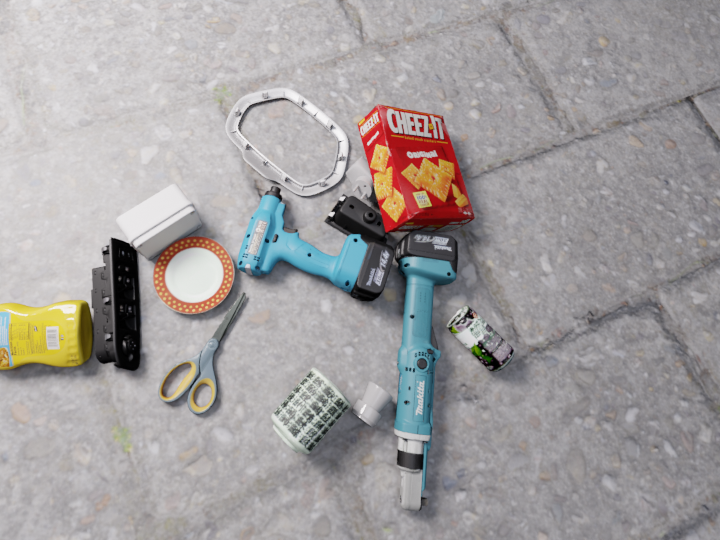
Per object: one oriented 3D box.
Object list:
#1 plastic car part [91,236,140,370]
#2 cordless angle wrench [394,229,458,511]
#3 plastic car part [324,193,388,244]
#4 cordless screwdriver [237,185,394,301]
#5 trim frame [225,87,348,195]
[{"bbox_3d":[-0.380,0.055,0.651,0.067,0.065,0.207,-14,76,-3],"label":"plastic car part"},{"bbox_3d":[0.092,0.148,0.680,0.097,0.074,0.428,8,75,-6],"label":"cordless angle wrench"},{"bbox_3d":[0.004,-0.089,0.739,0.118,0.070,0.066,32,75,5],"label":"plastic car part"},{"bbox_3d":[-0.070,-0.046,0.717,0.249,0.073,0.161,14,72,1],"label":"cordless screwdriver"},{"bbox_3d":[-0.135,-0.247,0.793,0.251,0.027,0.183,41,74,4],"label":"trim frame"}]
